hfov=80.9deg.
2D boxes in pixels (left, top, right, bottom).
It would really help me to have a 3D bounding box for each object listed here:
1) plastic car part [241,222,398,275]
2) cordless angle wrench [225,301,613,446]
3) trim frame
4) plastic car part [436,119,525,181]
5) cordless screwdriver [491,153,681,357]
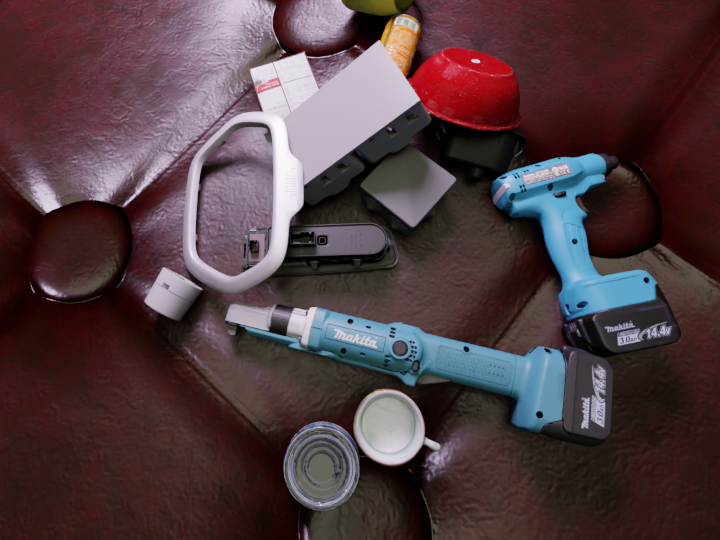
[{"bbox_3d":[-0.052,-0.034,0.537,0.203,0.065,0.068,-1,68,0],"label":"plastic car part"},{"bbox_3d":[0.045,0.095,0.489,0.430,0.072,0.099,12,75,9],"label":"cordless angle wrench"},{"bbox_3d":[-0.156,-0.091,0.542,0.190,0.026,0.253,-11,70,26],"label":"trim frame"},{"bbox_3d":[0.155,-0.158,0.566,0.118,0.065,0.071,20,91,4],"label":"plastic car part"},{"bbox_3d":[0.283,-0.028,0.510,0.159,0.072,0.256,-17,70,-3],"label":"cordless screwdriver"}]
